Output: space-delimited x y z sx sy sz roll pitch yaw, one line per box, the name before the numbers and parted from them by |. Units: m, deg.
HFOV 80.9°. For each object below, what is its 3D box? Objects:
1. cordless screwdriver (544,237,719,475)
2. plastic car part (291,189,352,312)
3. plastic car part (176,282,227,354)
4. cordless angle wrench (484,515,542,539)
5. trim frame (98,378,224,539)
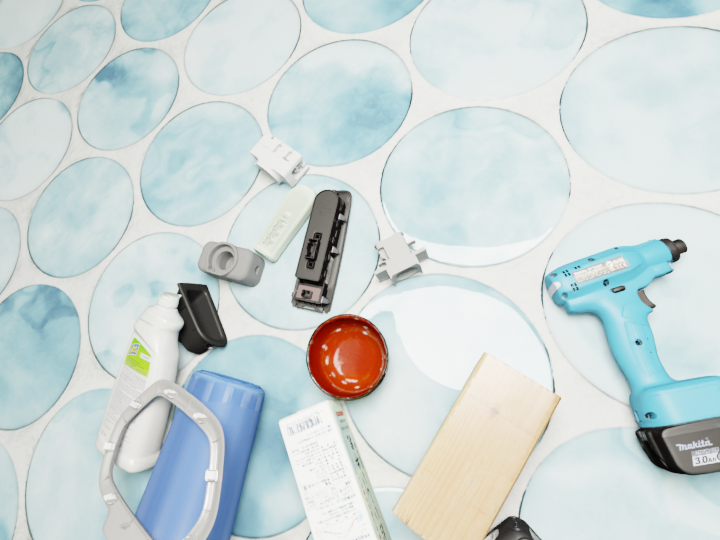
cordless screwdriver | 0.348 0.085 0.482 0.161 0.071 0.258 -23 64 9
plastic car part | -0.065 -0.042 0.661 0.069 0.064 0.205 6 72 24
plastic car part | -0.273 0.086 0.687 0.072 0.063 0.120 -34 69 19
cordless angle wrench | 0.054 0.452 0.456 0.423 0.071 0.102 -45 67 2
trim frame | -0.253 0.242 0.520 0.262 0.026 0.185 15 75 38
